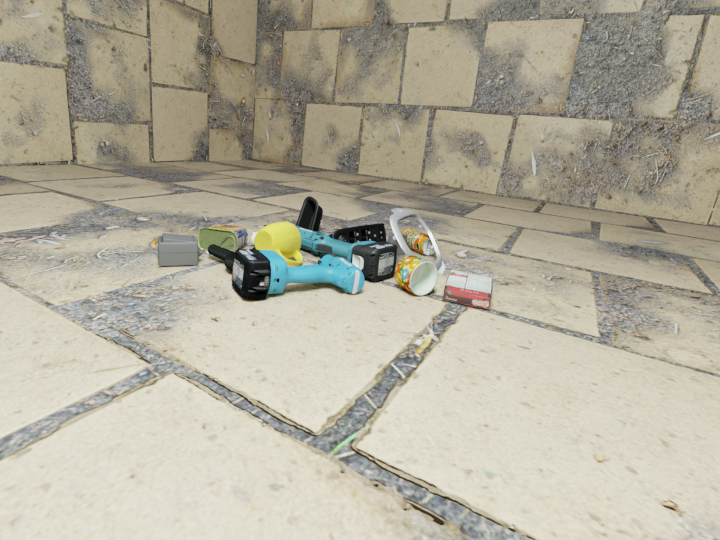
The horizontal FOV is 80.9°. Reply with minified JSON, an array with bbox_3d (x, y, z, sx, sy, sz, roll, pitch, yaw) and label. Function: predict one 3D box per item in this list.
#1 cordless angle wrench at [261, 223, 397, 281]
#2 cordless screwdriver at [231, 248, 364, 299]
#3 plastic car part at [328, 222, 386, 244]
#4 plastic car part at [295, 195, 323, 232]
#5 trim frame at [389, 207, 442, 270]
[{"bbox_3d":[-0.104,-0.068,1.063,0.447,0.073,0.094,18,21,40],"label":"cordless angle wrench"},{"bbox_3d":[-0.132,-0.002,0.848,0.239,0.073,0.167,0,18,-27],"label":"cordless screwdriver"},{"bbox_3d":[-0.016,-0.091,1.162,0.071,0.065,0.195,8,15,44],"label":"plastic car part"},{"bbox_3d":[-0.144,-0.156,1.270,0.069,0.117,0.067,15,-5,29],"label":"plastic car part"},{"bbox_3d":[0.136,-0.076,1.031,0.028,0.185,0.242,-33,-3,29],"label":"trim frame"}]
